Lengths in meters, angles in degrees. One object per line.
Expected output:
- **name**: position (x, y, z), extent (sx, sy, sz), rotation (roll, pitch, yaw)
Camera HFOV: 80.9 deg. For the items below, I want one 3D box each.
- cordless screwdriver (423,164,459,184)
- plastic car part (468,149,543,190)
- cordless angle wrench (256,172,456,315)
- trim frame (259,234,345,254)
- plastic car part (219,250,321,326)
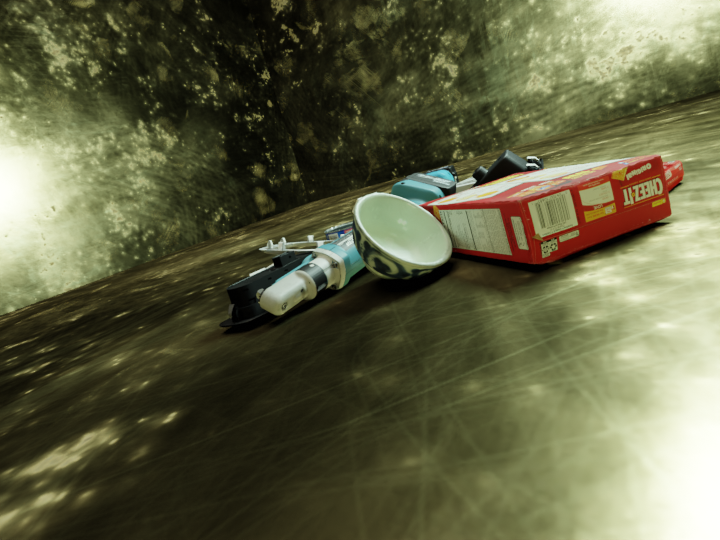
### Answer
- **cordless screwdriver**: position (0.155, -0.190, 1.051), extent (0.165, 0.073, 0.245), rotation (-11, 18, 28)
- **plastic car part**: position (0.210, -0.137, 0.648), extent (0.117, 0.071, 0.065), rotation (-46, 3, 37)
- **cordless angle wrench**: position (0.015, -0.047, 0.614), extent (0.103, 0.072, 0.413), rotation (21, 37, 28)
- **trim frame**: position (-0.073, -0.048, 0.746), extent (0.188, 0.027, 0.245), rotation (0, 6, 10)
- **plastic car part**: position (-0.103, 0.015, 0.562), extent (0.069, 0.065, 0.198), rotation (-1, 22, 34)
